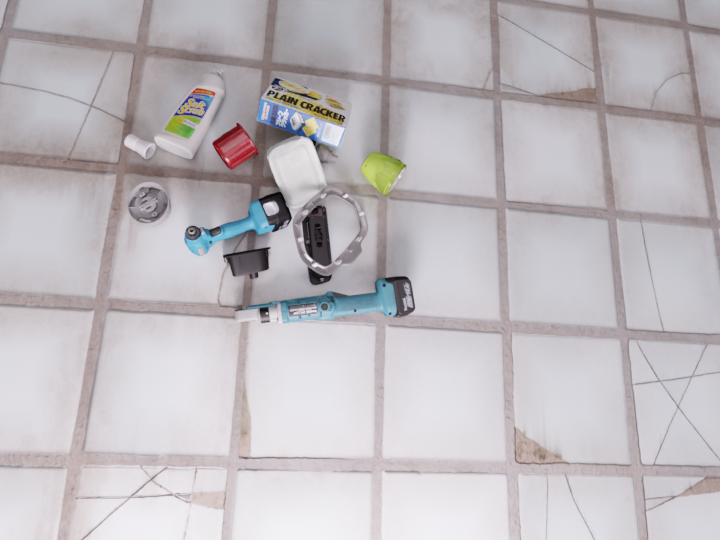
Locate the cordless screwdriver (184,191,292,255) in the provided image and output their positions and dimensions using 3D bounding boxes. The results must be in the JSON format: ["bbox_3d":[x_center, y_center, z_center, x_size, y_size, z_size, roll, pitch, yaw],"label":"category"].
[{"bbox_3d":[-0.284,-0.108,0.978,0.245,0.160,0.075,-23,87,-15],"label":"cordless screwdriver"}]

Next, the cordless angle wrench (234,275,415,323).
[{"bbox_3d":[-0.087,0.086,1.011,0.419,0.074,0.099,-7,81,-7],"label":"cordless angle wrench"}]

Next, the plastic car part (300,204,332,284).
[{"bbox_3d":[-0.102,-0.067,1.046,0.065,0.068,0.205,-3,82,-18],"label":"plastic car part"}]

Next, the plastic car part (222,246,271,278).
[{"bbox_3d":[-0.268,-0.015,1.016,0.114,0.068,0.070,-8,97,-14],"label":"plastic car part"}]

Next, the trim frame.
[{"bbox_3d":[-0.066,-0.099,1.024,0.179,0.028,0.246,52,50,-15],"label":"trim frame"}]
